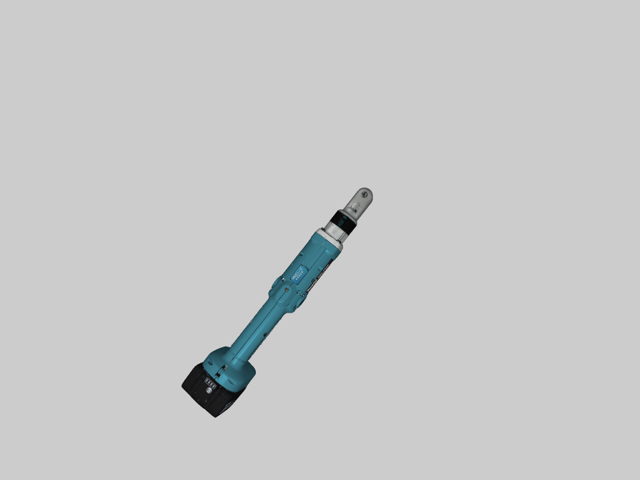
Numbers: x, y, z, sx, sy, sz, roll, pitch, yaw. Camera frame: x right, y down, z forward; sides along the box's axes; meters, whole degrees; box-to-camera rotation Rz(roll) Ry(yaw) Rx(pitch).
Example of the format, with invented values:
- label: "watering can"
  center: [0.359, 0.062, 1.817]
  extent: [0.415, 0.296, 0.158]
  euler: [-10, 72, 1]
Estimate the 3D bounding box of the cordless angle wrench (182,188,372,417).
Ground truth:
- label: "cordless angle wrench"
  center: [-0.051, 0.085, 0.679]
  extent: [0.074, 0.422, 0.098]
  euler: [38, -2, 11]
